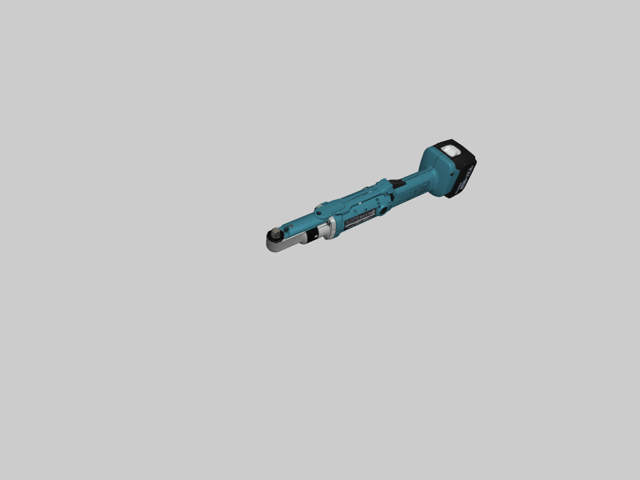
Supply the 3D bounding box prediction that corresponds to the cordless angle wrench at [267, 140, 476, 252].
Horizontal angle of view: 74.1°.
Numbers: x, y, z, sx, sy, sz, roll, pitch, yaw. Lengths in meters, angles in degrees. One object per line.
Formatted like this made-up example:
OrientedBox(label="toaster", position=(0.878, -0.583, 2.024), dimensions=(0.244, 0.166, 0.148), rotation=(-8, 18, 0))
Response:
OrientedBox(label="cordless angle wrench", position=(0.093, -0.068, 0.726), dimensions=(0.422, 0.074, 0.098), rotation=(-24, -34, -27))
